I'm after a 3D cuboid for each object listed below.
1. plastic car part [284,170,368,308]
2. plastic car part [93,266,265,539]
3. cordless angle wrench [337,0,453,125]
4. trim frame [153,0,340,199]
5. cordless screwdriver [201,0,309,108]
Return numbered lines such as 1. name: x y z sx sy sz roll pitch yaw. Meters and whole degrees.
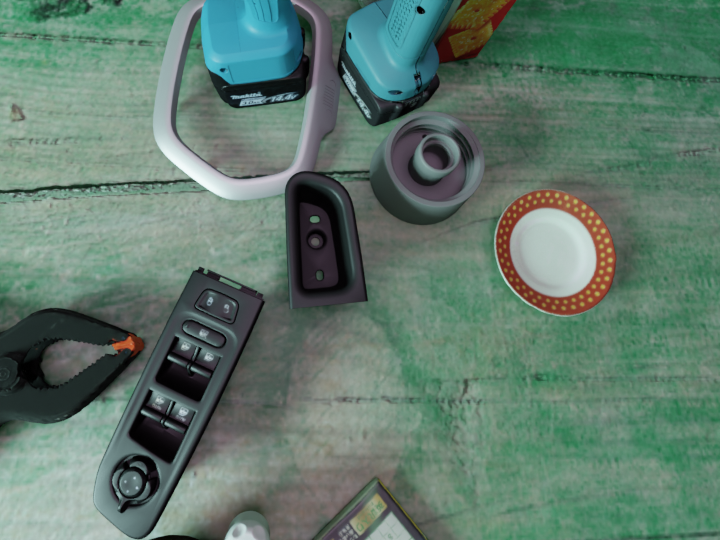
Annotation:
1. plastic car part: -0.038 -0.025 0.386 0.065 0.071 0.118 -5 79 -9
2. plastic car part: -0.149 0.103 0.349 0.066 0.067 0.204 24 77 -3
3. cordless angle wrench: 0.062 -0.234 0.261 0.073 0.424 0.099 -28 87 -14
4. trim frame: -0.112 -0.191 0.437 0.183 0.027 0.251 6 77 -4
5. cordless screwdriver: -0.108 -0.223 0.331 0.157 0.249 0.075 -7 82 -11
